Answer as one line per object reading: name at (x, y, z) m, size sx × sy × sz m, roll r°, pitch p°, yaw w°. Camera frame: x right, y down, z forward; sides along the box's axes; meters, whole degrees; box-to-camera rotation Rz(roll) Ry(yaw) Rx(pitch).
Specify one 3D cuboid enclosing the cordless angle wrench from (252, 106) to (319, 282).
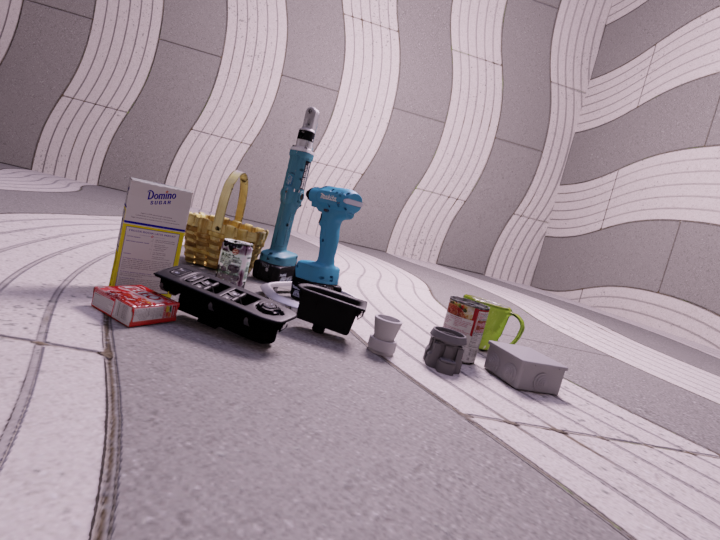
cordless angle wrench at (-0.162, -0.179, 1.008) m, size 0.077 × 0.421 × 0.094 m, roll 16°, pitch 5°, yaw 20°

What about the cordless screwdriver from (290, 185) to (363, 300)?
cordless screwdriver at (-0.088, -0.058, 0.901) m, size 0.070 × 0.248 × 0.168 m, roll 10°, pitch 7°, yaw -42°

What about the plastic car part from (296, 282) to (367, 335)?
plastic car part at (-0.053, 0.069, 0.689) m, size 0.118 × 0.071 × 0.065 m, roll 15°, pitch 6°, yaw 6°

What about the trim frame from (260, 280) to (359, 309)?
trim frame at (-0.097, 0.057, 0.882) m, size 0.194 × 0.027 × 0.236 m, roll 18°, pitch 8°, yaw 33°

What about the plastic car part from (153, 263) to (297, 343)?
plastic car part at (-0.190, 0.050, 0.587) m, size 0.209 × 0.067 × 0.065 m, roll 15°, pitch 6°, yaw 14°
